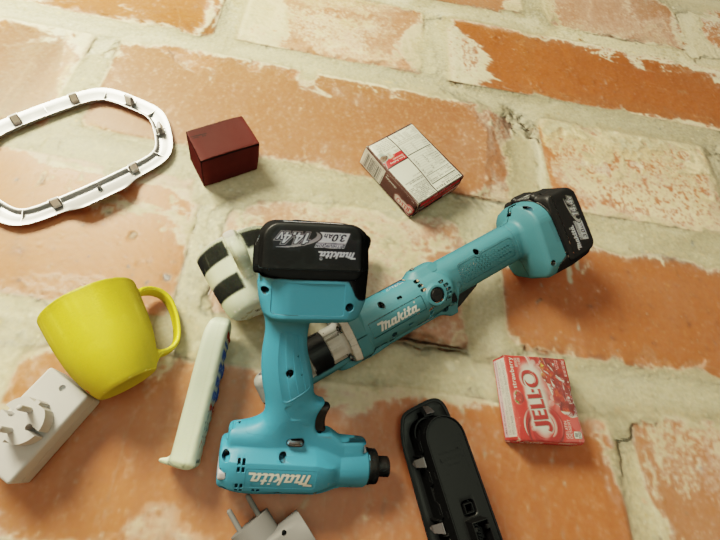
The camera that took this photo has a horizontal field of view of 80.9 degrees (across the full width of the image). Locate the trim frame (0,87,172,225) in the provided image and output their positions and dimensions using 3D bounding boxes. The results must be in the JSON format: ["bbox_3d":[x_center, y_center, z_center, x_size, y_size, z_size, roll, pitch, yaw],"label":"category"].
[{"bbox_3d":[-0.361,-0.152,0.530,0.244,0.027,0.189,-33,73,-24],"label":"trim frame"}]

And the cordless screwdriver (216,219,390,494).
[{"bbox_3d":[-0.035,0.080,0.383,0.156,0.076,0.248,8,94,-11],"label":"cordless screwdriver"}]

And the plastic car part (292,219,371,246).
[{"bbox_3d":[-0.048,-0.031,0.487,0.074,0.066,0.112,37,22,22],"label":"plastic car part"}]

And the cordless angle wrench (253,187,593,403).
[{"bbox_3d":[0.075,0.027,0.477,0.416,0.076,0.097,-27,97,-16],"label":"cordless angle wrench"}]

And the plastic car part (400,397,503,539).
[{"bbox_3d":[0.091,0.223,0.388,0.065,0.065,0.210,-13,63,-10],"label":"plastic car part"}]
